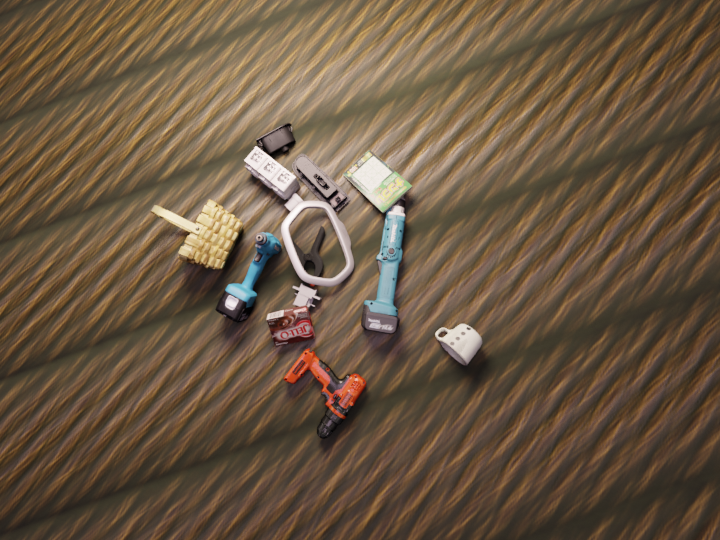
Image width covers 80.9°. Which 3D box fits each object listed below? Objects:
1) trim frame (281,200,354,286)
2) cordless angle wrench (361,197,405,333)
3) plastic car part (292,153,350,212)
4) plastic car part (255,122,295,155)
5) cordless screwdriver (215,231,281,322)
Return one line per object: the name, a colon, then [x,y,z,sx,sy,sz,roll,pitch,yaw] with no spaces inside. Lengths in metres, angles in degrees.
trim frame: [-0.114,-0.074,1.161,0.181,0.028,0.251,-22,83,-17]
cordless angle wrench: [0.080,-0.046,1.145,0.099,0.073,0.426,8,79,5]
plastic car part: [-0.123,-0.257,1.209,0.066,0.065,0.208,-45,76,3]
plastic car part: [-0.242,-0.379,1.247,0.116,0.067,0.070,-27,96,-3]
cordless screwdriver: [-0.297,0.012,1.127,0.075,0.157,0.249,27,86,5]
